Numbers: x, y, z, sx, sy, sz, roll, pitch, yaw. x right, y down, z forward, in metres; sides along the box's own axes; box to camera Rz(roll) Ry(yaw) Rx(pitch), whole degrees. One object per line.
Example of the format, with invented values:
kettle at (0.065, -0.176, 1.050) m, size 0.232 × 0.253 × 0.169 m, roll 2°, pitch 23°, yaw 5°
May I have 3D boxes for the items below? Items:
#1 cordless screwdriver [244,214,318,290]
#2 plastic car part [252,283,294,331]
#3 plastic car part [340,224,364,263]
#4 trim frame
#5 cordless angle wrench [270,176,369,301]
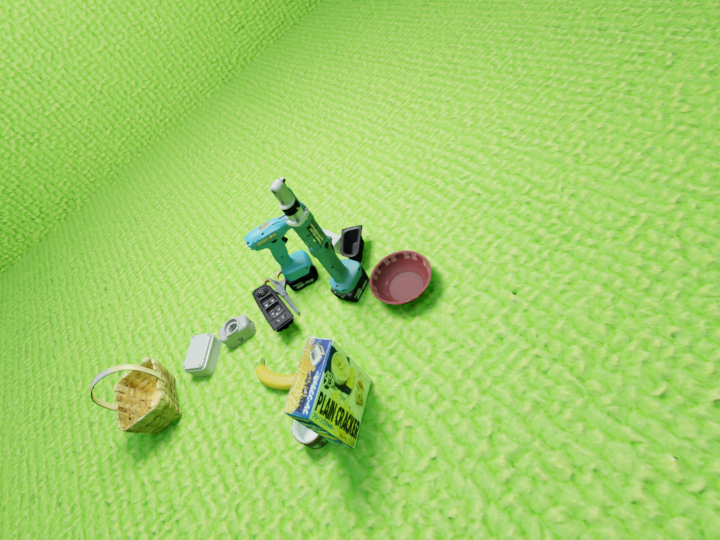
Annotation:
cordless screwdriver at (-0.195, -0.057, 1.192) m, size 0.160 × 0.235 × 0.078 m, roll -29°, pitch 45°, yaw 6°
plastic car part at (-0.249, 0.108, 1.216) m, size 0.066 × 0.063 × 0.215 m, roll -42°, pitch 46°, yaw -6°
plastic car part at (-0.017, -0.064, 1.210) m, size 0.068 × 0.067 × 0.119 m, roll -13°, pitch 50°, yaw 21°
trim frame at (-0.037, 0.394, 0.892) m, size 0.251 × 0.026 × 0.193 m, roll -28°, pitch 46°, yaw 9°
cordless angle wrench at (-0.100, -0.066, 1.027) m, size 0.078 × 0.400 × 0.098 m, roll 13°, pitch 62°, yaw 37°
